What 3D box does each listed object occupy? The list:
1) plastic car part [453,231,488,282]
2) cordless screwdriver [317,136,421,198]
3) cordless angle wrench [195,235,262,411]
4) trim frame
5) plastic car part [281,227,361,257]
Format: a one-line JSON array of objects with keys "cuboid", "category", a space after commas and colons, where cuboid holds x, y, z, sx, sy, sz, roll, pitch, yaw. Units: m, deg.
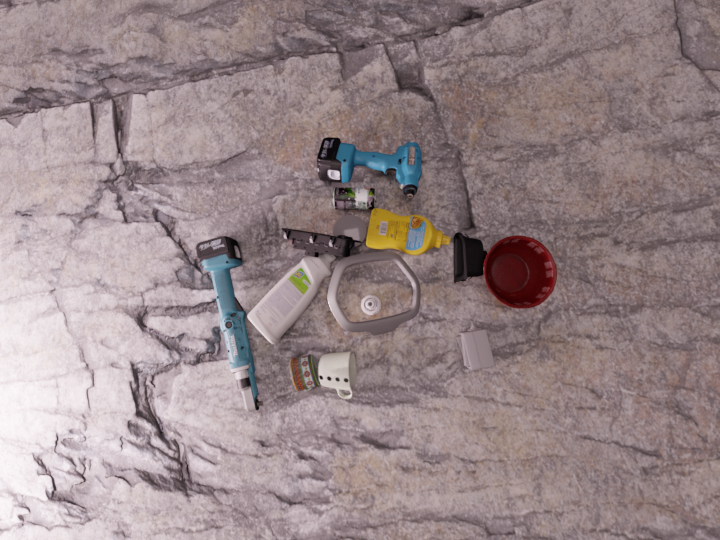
[{"cuboid": [0.258, -0.030, 0.979, 0.070, 0.066, 0.118, 6, 78, -8], "category": "plastic car part"}, {"cuboid": [0.020, -0.245, 1.019, 0.252, 0.072, 0.163, 4, 58, 7], "category": "cordless screwdriver"}, {"cuboid": [-0.311, 0.129, 1.033, 0.099, 0.073, 0.429, -16, 81, 5], "category": "cordless angle wrench"}, {"cuboid": [0.035, 0.050, 0.953, 0.239, 0.028, 0.187, -9, 79, -30], "category": "trim frame"}, {"cuboid": [-0.097, -0.064, 0.994, 0.213, 0.063, 0.067, 6, 81, 32], "category": "plastic car part"}]
